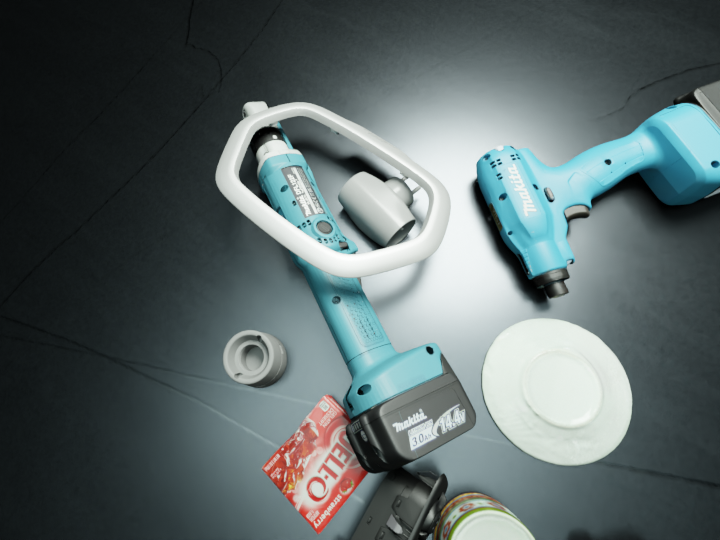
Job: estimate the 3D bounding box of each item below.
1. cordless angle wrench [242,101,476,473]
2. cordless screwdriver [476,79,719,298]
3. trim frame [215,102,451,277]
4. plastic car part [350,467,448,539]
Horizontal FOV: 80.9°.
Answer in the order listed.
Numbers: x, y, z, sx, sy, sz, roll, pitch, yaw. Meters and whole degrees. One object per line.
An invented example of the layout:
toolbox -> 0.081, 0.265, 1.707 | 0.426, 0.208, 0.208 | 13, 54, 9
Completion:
cordless angle wrench -> -0.043, -0.028, 0.435 | 0.095, 0.074, 0.439 | -14, 62, -29
cordless screwdriver -> 0.260, -0.078, 0.415 | 0.251, 0.072, 0.163 | -17, 71, 5
trim frame -> -0.029, -0.091, 0.424 | 0.257, 0.027, 0.182 | 35, 62, 18
plastic car part -> 0.008, 0.250, 0.347 | 0.071, 0.063, 0.203 | 27, 77, 39
